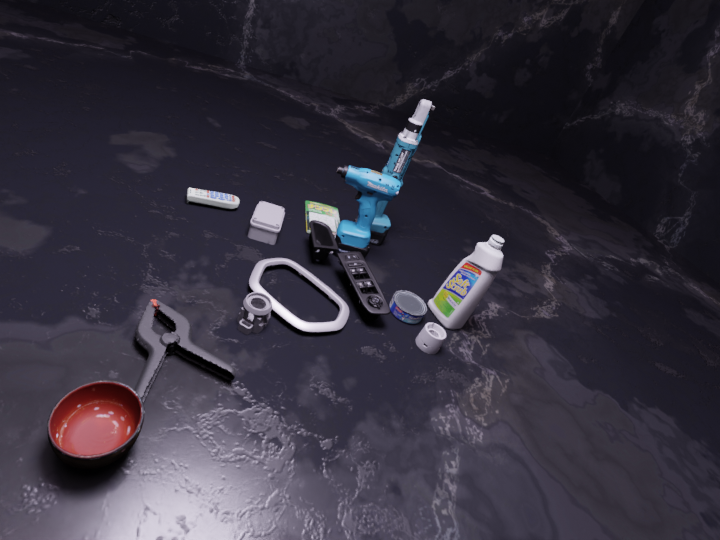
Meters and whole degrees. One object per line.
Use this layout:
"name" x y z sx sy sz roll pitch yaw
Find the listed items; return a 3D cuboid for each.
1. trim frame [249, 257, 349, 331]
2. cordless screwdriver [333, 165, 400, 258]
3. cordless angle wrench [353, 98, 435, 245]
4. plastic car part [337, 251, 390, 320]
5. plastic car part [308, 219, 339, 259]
"trim frame" -0.137 0.051 0.943 0.258 0.027 0.179 34 35 20
"cordless screwdriver" -0.016 -0.150 1.099 0.158 0.246 0.076 20 32 -6
"cordless angle wrench" 0.090 -0.262 1.161 0.095 0.418 0.077 14 33 -16
"plastic car part" 0.001 0.040 0.998 0.064 0.066 0.214 1 37 -30
"plastic car part" -0.107 -0.070 1.096 0.064 0.070 0.122 7 35 -23
